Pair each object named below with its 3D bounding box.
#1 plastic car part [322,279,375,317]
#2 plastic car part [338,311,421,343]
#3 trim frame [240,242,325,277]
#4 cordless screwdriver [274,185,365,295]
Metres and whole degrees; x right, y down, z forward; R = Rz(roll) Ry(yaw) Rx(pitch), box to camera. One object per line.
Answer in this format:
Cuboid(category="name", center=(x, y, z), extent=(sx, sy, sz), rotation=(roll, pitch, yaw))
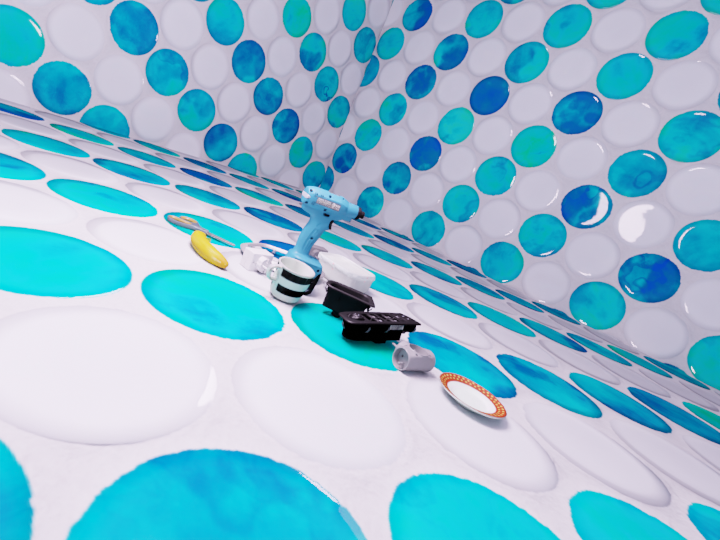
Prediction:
Cuboid(category="plastic car part", center=(-0.035, 0.074, 0.946), extent=(0.115, 0.070, 0.067), rotation=(21, 12, -6))
Cuboid(category="plastic car part", center=(0.032, 0.118, 0.885), extent=(0.192, 0.067, 0.070), rotation=(12, 16, -40))
Cuboid(category="trim frame", center=(-0.215, -0.027, 1.169), extent=(0.247, 0.027, 0.186), rotation=(21, 12, -5))
Cuboid(category="cordless screwdriver", center=(-0.099, -0.065, 1.010), extent=(0.153, 0.247, 0.078), rotation=(18, 12, -24))
